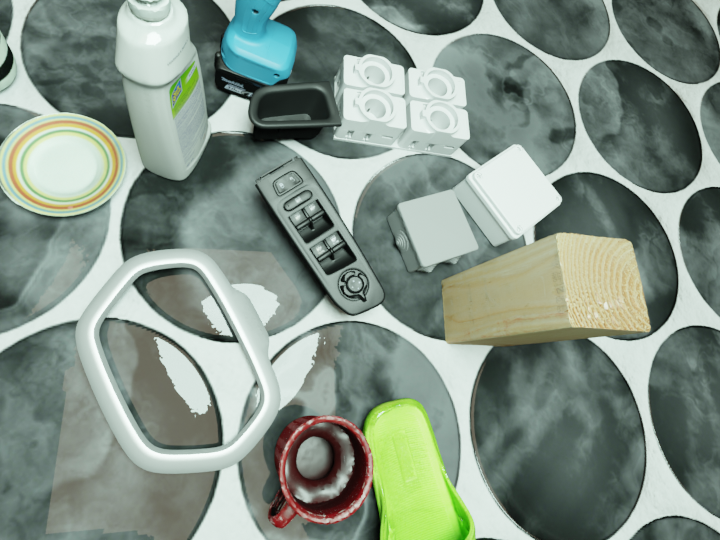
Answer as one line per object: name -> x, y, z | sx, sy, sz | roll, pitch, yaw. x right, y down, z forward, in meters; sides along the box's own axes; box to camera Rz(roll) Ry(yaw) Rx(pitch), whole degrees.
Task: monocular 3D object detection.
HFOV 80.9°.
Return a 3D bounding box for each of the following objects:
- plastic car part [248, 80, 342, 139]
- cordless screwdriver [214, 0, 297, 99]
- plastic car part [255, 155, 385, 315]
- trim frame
plastic car part -> -0.094, -0.198, 0.553 | 0.114, 0.071, 0.067 | -12, 79, -19
cordless screwdriver -> -0.090, -0.292, 0.486 | 0.156, 0.251, 0.075 | 15, 72, -14
plastic car part -> -0.050, -0.033, 0.514 | 0.065, 0.067, 0.205 | -33, 84, -22
trim frame -> -0.191, 0.093, 0.460 | 0.181, 0.028, 0.252 | -28, 82, -21
